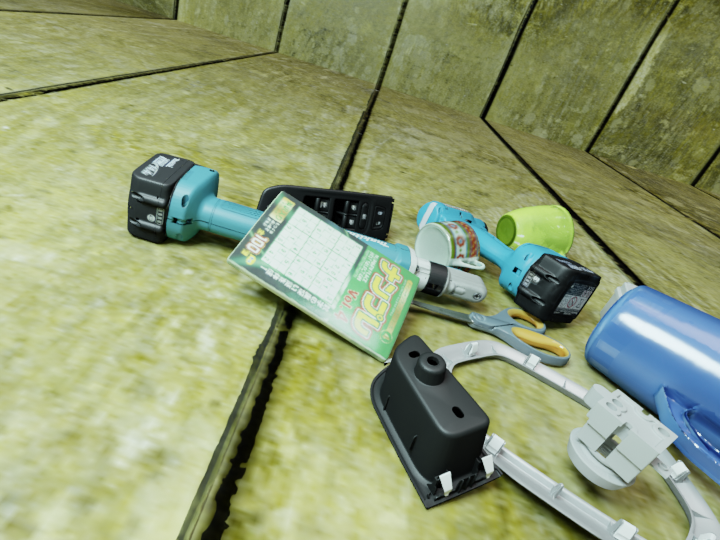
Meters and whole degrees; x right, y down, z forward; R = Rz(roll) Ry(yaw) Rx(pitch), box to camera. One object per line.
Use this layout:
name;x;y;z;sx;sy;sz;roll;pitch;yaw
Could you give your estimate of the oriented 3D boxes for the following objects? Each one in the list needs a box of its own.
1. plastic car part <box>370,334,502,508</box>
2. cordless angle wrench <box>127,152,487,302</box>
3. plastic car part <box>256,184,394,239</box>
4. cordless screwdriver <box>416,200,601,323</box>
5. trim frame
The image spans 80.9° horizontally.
plastic car part;0.052;0.098;0.323;0.064;0.069;0.123;-10;41;-23
cordless angle wrench;-0.049;-0.032;0.497;0.419;0.073;0.100;17;30;-5
plastic car part;-0.054;-0.088;0.597;0.195;0.065;0.071;0;25;-28
cordless screwdriver;0.215;-0.025;0.625;0.151;0.074;0.263;6;26;-40
trim frame;0.176;0.142;0.371;0.258;0.027;0.179;31;33;20
